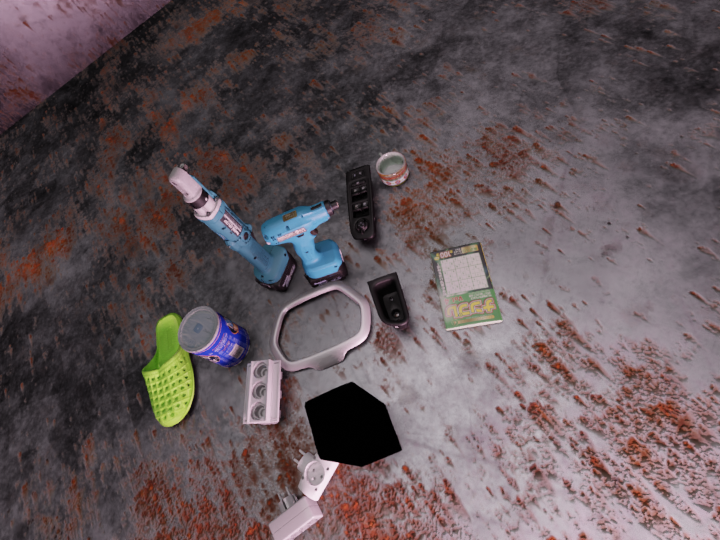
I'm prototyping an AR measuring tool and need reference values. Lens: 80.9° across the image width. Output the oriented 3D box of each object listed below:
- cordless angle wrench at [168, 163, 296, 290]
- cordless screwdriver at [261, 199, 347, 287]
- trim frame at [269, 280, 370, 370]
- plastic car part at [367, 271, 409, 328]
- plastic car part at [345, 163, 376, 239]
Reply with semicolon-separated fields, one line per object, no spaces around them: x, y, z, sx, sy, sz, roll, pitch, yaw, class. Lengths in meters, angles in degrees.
-0.261;-0.077;0.893;0.077;0.402;0.099;10;68;24;cordless angle wrench
-0.089;-0.058;0.911;0.161;0.236;0.077;-21;58;9;cordless screwdriver
-0.094;0.124;0.941;0.251;0.026;0.192;-25;57;9;trim frame
0.067;0.074;0.876;0.067;0.067;0.121;-22;57;9;plastic car part
0.005;-0.156;1.029;0.068;0.064;0.209;-12;60;15;plastic car part
